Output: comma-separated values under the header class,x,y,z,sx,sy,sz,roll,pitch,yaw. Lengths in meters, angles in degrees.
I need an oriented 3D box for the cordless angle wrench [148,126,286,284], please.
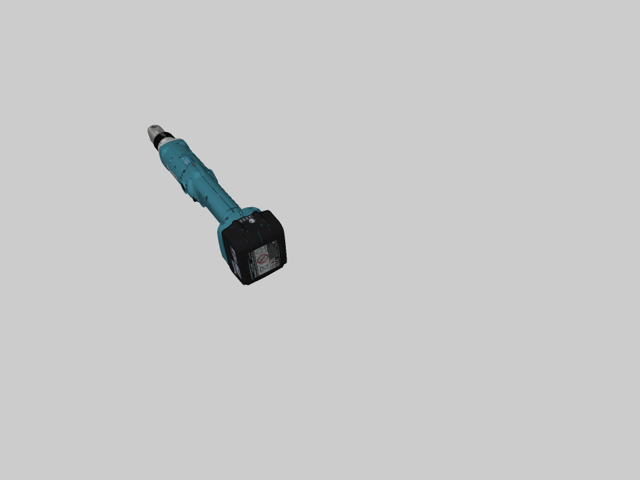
class,x,y,z,sx,sy,sz,roll,pitch,yaw
cordless angle wrench,-0.201,-0.094,0.700,0.074,0.098,0.422,-28,51,-24
